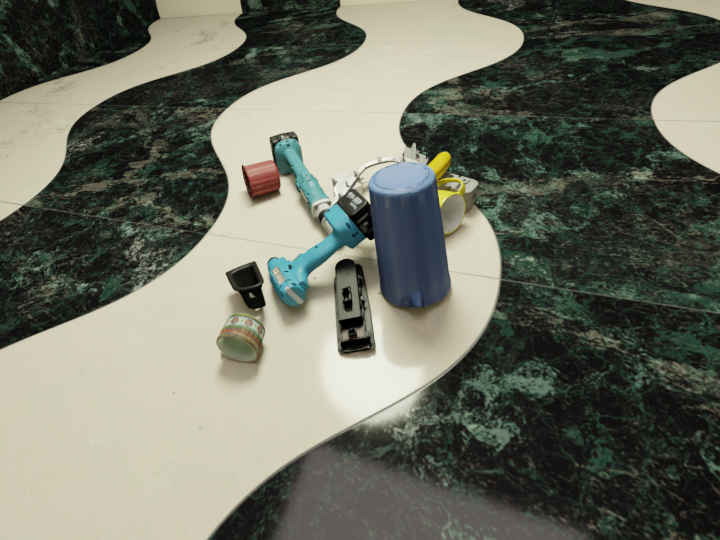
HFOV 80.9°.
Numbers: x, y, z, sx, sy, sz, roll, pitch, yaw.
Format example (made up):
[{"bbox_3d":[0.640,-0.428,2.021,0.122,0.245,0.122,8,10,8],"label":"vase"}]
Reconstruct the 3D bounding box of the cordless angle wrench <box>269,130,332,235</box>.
[{"bbox_3d":[-0.133,-0.212,1.053,0.073,0.094,0.445,-18,47,-15],"label":"cordless angle wrench"}]

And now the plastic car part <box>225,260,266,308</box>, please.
[{"bbox_3d":[-0.214,0.038,0.821,0.065,0.068,0.122,-24,30,-14],"label":"plastic car part"}]

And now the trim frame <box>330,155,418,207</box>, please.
[{"bbox_3d":[0.029,-0.200,0.961,0.193,0.026,0.249,2,45,32],"label":"trim frame"}]

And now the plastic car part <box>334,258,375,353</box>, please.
[{"bbox_3d":[-0.022,0.051,0.779,0.067,0.064,0.210,-19,39,11],"label":"plastic car part"}]

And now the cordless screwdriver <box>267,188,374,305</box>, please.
[{"bbox_3d":[-0.082,-0.054,0.841,0.249,0.070,0.168,-43,35,-1],"label":"cordless screwdriver"}]
